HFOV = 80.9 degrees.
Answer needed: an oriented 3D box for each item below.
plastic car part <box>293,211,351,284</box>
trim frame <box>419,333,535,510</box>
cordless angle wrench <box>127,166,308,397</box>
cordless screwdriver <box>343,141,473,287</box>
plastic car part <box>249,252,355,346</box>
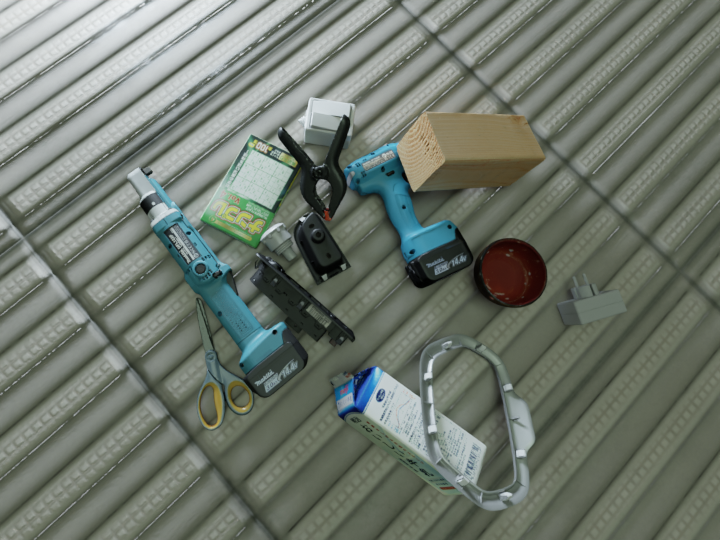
[{"bbox_3d":[-0.067,-0.044,0.688,0.065,0.071,0.117,-28,86,-11],"label":"plastic car part"},{"bbox_3d":[0.171,0.208,0.623,0.179,0.027,0.255,15,50,-15],"label":"trim frame"},{"bbox_3d":[-0.244,0.002,0.669,0.097,0.073,0.430,-38,81,-11],"label":"cordless angle wrench"},{"bbox_3d":[0.098,-0.106,0.711,0.157,0.073,0.254,-29,78,-11],"label":"cordless screwdriver"},{"bbox_3d":[-0.100,0.052,0.672,0.205,0.065,0.067,45,96,5],"label":"plastic car part"}]
